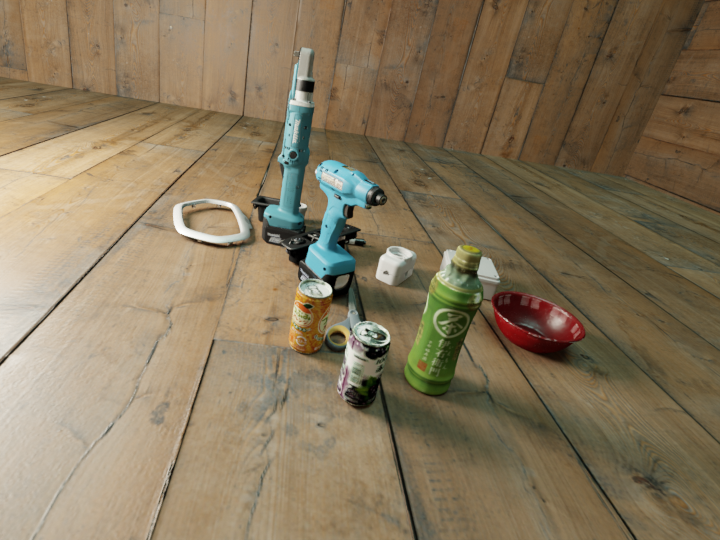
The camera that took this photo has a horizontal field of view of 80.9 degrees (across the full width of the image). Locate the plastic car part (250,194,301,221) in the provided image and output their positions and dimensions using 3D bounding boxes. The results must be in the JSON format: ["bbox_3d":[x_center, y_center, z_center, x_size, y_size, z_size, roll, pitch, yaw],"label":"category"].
[{"bbox_3d":[-0.213,-0.142,1.065,0.118,0.070,0.066,14,25,7],"label":"plastic car part"}]

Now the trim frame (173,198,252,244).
[{"bbox_3d":[-0.355,-0.122,1.021,0.178,0.027,0.262,-3,29,-24],"label":"trim frame"}]

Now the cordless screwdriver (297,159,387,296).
[{"bbox_3d":[-0.034,-0.062,0.769,0.071,0.244,0.169,-9,32,-39],"label":"cordless screwdriver"}]

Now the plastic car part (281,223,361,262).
[{"bbox_3d":[-0.093,-0.061,0.948,0.195,0.066,0.070,-17,37,-43],"label":"plastic car part"}]

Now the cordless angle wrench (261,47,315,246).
[{"bbox_3d":[-0.144,-0.257,0.926,0.098,0.416,0.075,13,25,0],"label":"cordless angle wrench"}]
